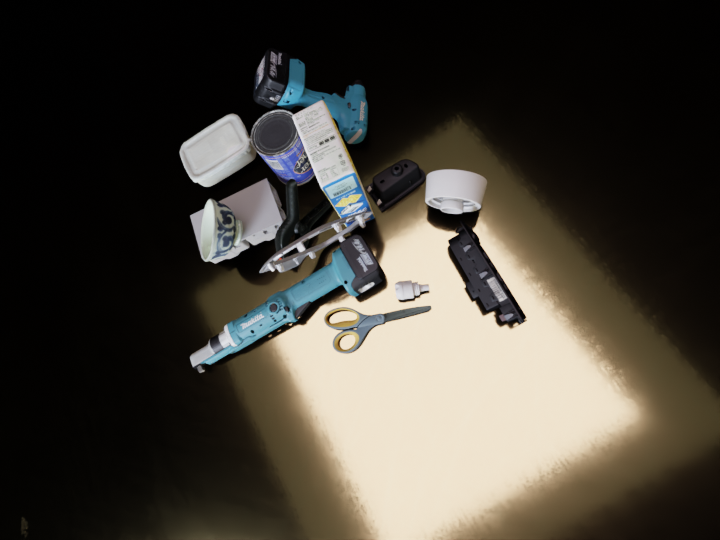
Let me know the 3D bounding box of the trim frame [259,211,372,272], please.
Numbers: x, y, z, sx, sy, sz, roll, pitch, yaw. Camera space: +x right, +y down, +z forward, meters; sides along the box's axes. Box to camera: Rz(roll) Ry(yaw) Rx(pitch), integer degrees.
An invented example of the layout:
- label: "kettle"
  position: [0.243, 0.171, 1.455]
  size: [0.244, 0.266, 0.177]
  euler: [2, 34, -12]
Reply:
- label: "trim frame"
  position: [-0.074, -0.048, 0.753]
  size: [0.188, 0.242, 0.028]
  euler: [-30, 91, 35]

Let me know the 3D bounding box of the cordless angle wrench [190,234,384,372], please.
- label: "cordless angle wrench"
  position: [-0.157, 0.077, 0.825]
  size: [0.425, 0.071, 0.101]
  euler: [-31, 70, 7]

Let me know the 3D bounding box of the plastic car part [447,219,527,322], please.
- label: "plastic car part"
  position: [0.217, 0.006, 0.752]
  size: [0.068, 0.063, 0.209]
  euler: [-33, 68, 30]

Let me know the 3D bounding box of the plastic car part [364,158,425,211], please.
- label: "plastic car part"
  position: [0.069, -0.183, 0.839]
  size: [0.117, 0.068, 0.068]
  euler: [-34, 72, 6]

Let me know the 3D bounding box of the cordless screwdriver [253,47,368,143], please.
- label: "cordless screwdriver"
  position: [-0.092, -0.375, 0.877]
  size: [0.238, 0.076, 0.162]
  euler: [17, 62, -25]
